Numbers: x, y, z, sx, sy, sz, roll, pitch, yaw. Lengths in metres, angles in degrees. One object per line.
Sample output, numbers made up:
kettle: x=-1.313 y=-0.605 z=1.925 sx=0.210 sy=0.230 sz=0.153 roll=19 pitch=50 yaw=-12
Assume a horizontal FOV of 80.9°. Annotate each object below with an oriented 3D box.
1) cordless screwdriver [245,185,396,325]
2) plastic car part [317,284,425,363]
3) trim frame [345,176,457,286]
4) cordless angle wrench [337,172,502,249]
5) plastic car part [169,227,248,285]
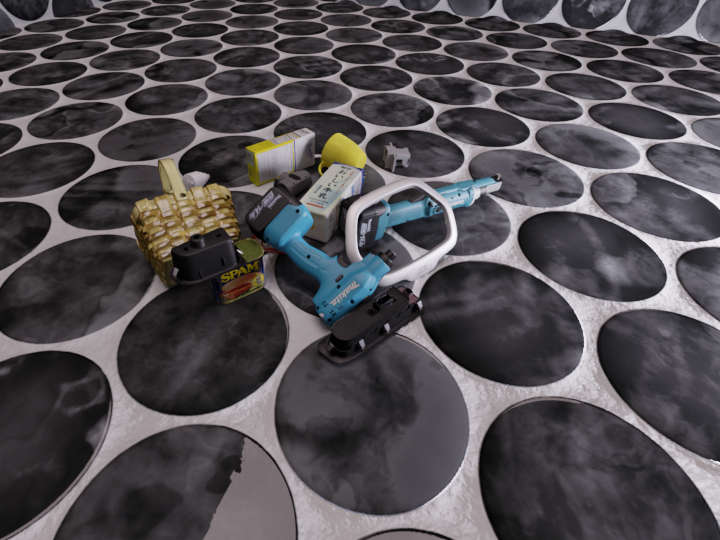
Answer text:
cordless screwdriver: x=-0.071 y=-0.046 z=0.727 sx=0.159 sy=0.072 sz=0.257 roll=-43 pitch=73 yaw=-1
plastic car part: x=0.022 y=0.079 z=0.685 sx=0.199 sy=0.065 sz=0.069 roll=-32 pitch=60 yaw=-27
trim frame: x=0.078 y=-0.073 z=0.791 sx=0.243 sy=0.028 sz=0.185 roll=-29 pitch=88 yaw=-24
cordless angle wrench: x=0.151 y=-0.148 z=0.916 sx=0.411 sy=0.095 sz=0.078 roll=-18 pitch=47 yaw=-25
plastic car part: x=-0.246 y=-0.028 z=0.668 sx=0.113 sy=0.069 sz=0.070 roll=-25 pitch=49 yaw=-30
